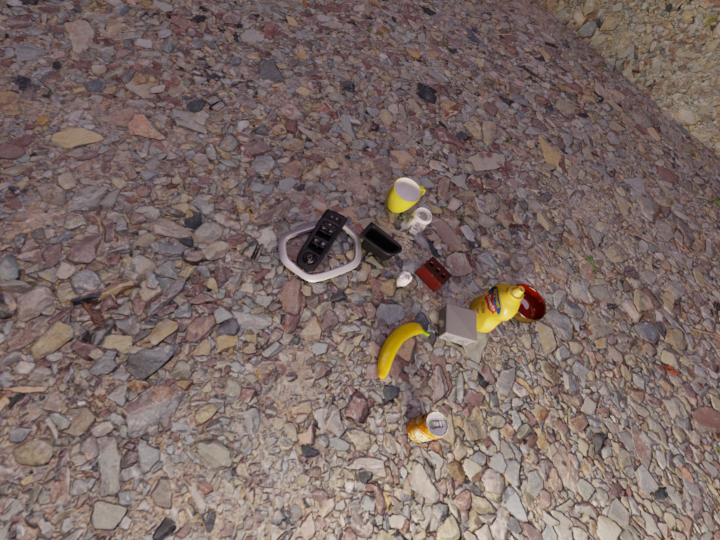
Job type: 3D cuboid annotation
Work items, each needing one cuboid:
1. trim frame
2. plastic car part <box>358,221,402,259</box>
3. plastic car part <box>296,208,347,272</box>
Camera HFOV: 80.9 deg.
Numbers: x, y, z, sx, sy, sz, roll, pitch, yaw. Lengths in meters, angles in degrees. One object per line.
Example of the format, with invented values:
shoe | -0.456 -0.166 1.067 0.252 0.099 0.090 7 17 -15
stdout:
trim frame | -0.107 -0.062 1.157 0.242 0.027 0.190 -21 68 -26
plastic car part | 0.050 -0.068 1.181 0.118 0.070 0.065 40 57 7
plastic car part | -0.111 -0.073 1.139 0.066 0.067 0.203 29 56 -1
